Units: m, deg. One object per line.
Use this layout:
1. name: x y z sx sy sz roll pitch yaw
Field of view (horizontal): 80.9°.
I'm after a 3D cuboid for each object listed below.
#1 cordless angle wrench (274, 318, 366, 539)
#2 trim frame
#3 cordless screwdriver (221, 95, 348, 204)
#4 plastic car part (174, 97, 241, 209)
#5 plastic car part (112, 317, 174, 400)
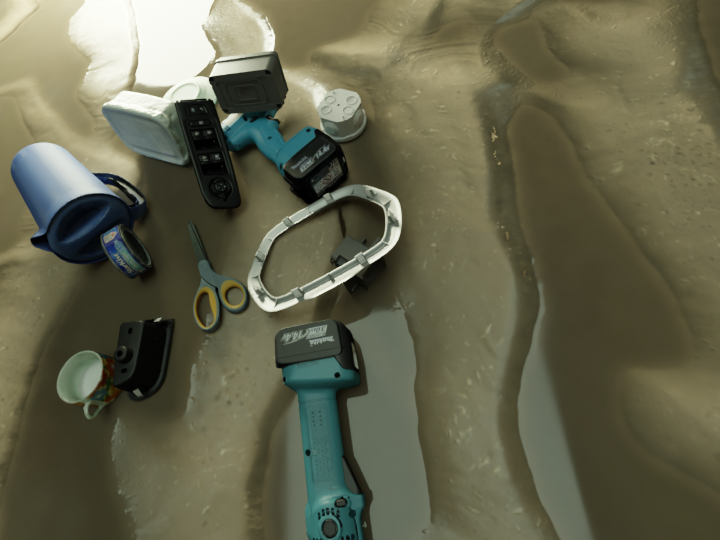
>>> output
1. cordless angle wrench: -0.026 0.270 0.453 0.099 0.071 0.436 -14 65 7
2. trim frame: -0.058 -0.038 0.596 0.251 0.026 0.193 -27 47 9
3. cordless screwdriver: -0.121 -0.228 0.715 0.262 0.071 0.158 38 78 30
4. plastic car part: -0.259 -0.187 0.710 0.064 0.068 0.207 -12 74 -37
5. plastic car part: -0.317 0.118 0.598 0.067 0.068 0.120 -9 61 9
